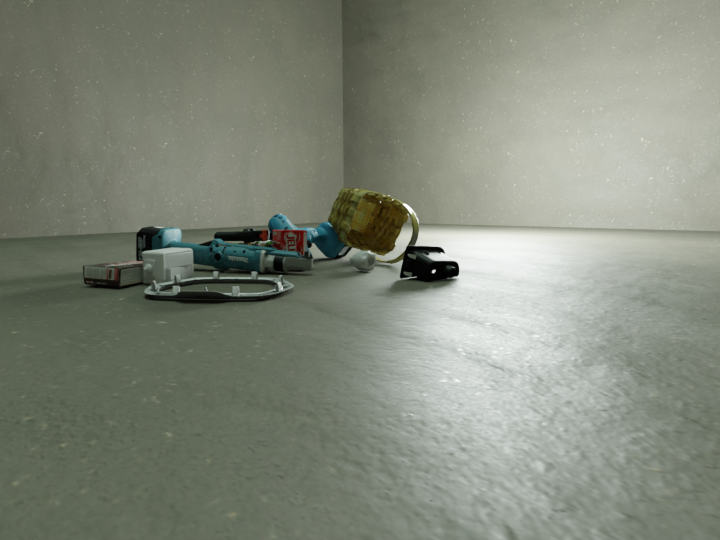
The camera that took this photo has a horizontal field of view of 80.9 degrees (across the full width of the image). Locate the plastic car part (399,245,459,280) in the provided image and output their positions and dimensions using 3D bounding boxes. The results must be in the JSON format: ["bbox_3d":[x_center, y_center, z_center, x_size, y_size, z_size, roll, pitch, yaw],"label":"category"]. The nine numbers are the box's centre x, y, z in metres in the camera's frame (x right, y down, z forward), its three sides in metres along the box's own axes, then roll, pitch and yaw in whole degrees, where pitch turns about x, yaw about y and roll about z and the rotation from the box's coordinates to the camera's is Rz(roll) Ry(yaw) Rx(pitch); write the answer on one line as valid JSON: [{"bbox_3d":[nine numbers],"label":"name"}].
[{"bbox_3d":[0.143,-0.008,0.803,0.112,0.065,0.075,-2,22,-31],"label":"plastic car part"}]

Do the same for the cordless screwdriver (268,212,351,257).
[{"bbox_3d":[-0.104,-0.068,1.064,0.237,0.074,0.167,-1,43,-53],"label":"cordless screwdriver"}]

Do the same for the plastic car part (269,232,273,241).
[{"bbox_3d":[-0.225,-0.079,1.263,0.214,0.066,0.064,7,0,41],"label":"plastic car part"}]

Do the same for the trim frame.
[{"bbox_3d":[-0.236,0.024,0.715,0.251,0.027,0.184,2,10,6],"label":"trim frame"}]

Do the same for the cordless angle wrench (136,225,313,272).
[{"bbox_3d":[-0.303,-0.035,0.936,0.437,0.097,0.072,7,8,19],"label":"cordless angle wrench"}]
